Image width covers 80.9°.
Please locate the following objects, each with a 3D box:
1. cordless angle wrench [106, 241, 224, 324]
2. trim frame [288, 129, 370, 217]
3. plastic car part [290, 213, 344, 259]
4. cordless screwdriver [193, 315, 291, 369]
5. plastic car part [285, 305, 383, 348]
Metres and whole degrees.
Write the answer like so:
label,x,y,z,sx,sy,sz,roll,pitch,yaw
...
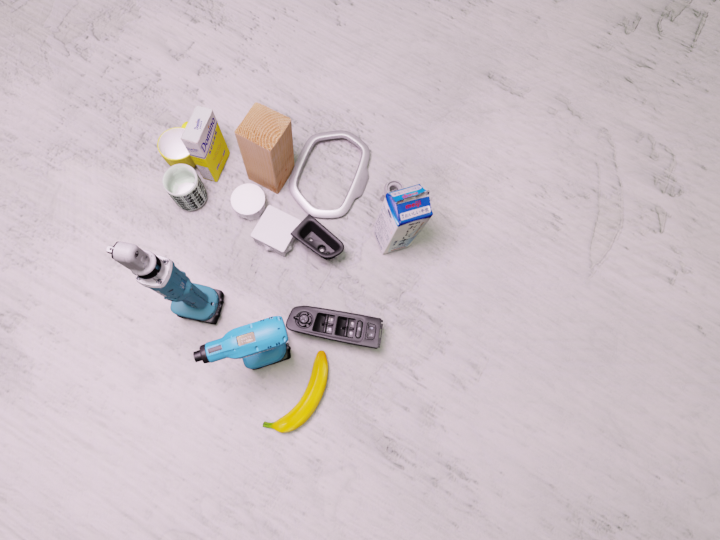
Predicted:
label,x,y,z,sx,sy,sz,roll,pitch,yaw
cordless angle wrench,-0.333,0.027,0.755,0.098,0.418,0.075,12,74,-3
trim frame,-0.073,-0.243,1.051,0.186,0.027,0.250,18,73,5
plastic car part,-0.095,-0.062,0.969,0.119,0.070,0.066,40,75,10
cordless screwdriver,-0.213,0.147,0.808,0.158,0.245,0.076,-16,77,-9
plastic car part,-0.058,0.120,0.912,0.204,0.066,0.067,11,73,2
